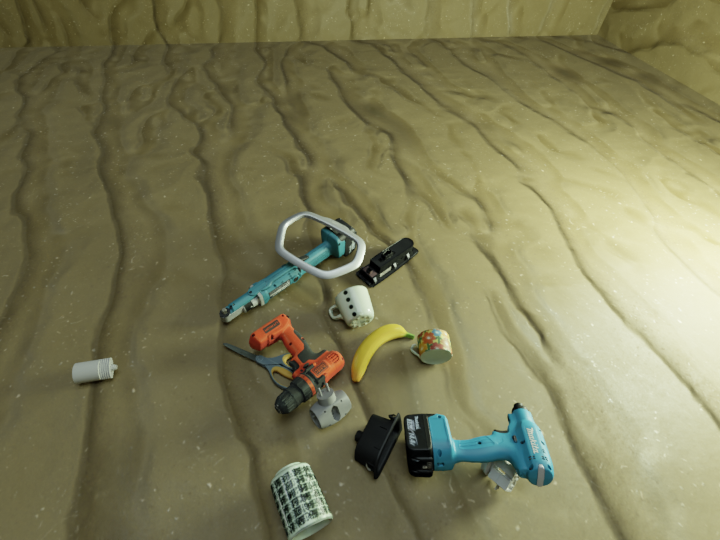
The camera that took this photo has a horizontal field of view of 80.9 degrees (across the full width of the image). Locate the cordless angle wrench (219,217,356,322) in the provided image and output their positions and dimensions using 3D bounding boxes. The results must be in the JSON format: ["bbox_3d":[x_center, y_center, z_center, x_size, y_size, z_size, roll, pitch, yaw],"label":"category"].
[{"bbox_3d":[-0.185,0.005,1.104,0.416,0.095,0.078,-37,60,-26],"label":"cordless angle wrench"}]

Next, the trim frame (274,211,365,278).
[{"bbox_3d":[-0.107,-0.070,1.095,0.259,0.026,0.183,26,60,22],"label":"trim frame"}]

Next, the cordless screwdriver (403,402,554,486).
[{"bbox_3d":[0.209,0.311,0.795,0.254,0.072,0.161,-3,27,11],"label":"cordless screwdriver"}]

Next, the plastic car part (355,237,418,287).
[{"bbox_3d":[0.080,-0.036,1.169,0.198,0.065,0.070,-31,49,-31],"label":"plastic car part"}]

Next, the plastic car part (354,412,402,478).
[{"bbox_3d":[0.027,0.329,0.822,0.074,0.063,0.115,16,49,31],"label":"plastic car part"}]
